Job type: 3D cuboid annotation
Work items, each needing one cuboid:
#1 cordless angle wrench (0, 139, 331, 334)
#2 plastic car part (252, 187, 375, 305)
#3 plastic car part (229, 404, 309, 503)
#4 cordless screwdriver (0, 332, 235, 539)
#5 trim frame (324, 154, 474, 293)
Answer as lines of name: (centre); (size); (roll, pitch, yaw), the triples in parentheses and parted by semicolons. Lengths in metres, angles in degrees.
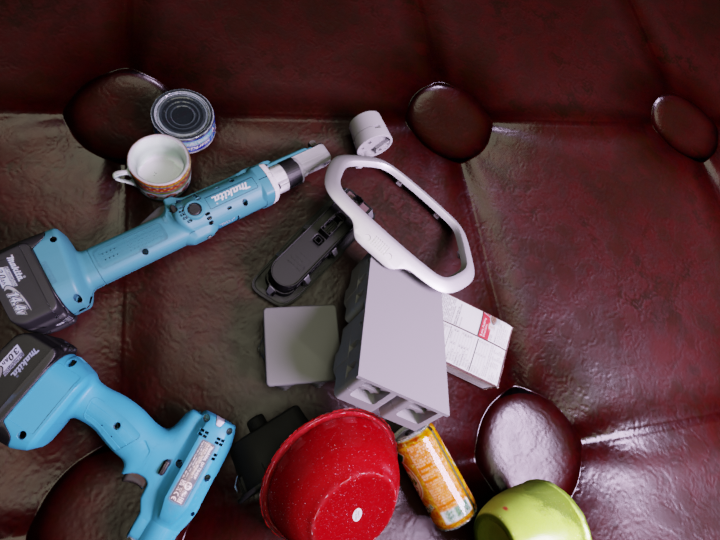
cordless angle wrench: (-0.210, -0.067, 0.530); (0.415, 0.074, 0.099); (-31, 82, -22)
plastic car part: (-0.054, -0.036, 0.557); (0.066, 0.068, 0.201); (44, 71, -5)
plastic car part: (-0.096, 0.193, 0.471); (0.114, 0.064, 0.074); (-25, 65, -16)
cordless screwdriver: (-0.271, 0.179, 0.429); (0.246, 0.075, 0.160); (30, 68, -5)
trim frame: (0.056, -0.071, 0.573); (0.250, 0.028, 0.182); (42, 41, 2)
